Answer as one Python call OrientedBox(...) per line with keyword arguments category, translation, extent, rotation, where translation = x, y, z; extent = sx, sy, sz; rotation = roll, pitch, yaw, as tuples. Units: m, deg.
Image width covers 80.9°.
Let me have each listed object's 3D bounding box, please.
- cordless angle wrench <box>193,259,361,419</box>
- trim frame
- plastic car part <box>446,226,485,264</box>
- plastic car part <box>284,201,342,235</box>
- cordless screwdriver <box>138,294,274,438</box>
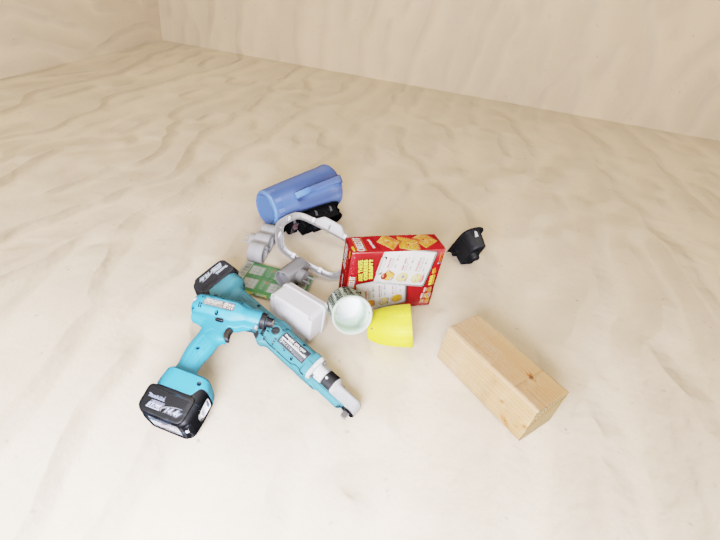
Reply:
OrientedBox(category="cordless angle wrench", translation=(-0.166, 0.131, 0.834), extent=(0.443, 0.072, 0.097), rotation=(35, 62, 26))
OrientedBox(category="trim frame", translation=(-0.107, -0.070, 1.095), extent=(0.252, 0.027, 0.184), rotation=(27, 46, 6))
OrientedBox(category="plastic car part", translation=(0.290, -0.056, 1.122), extent=(0.064, 0.115, 0.073), rotation=(-4, 63, -17))
OrientedBox(category="plastic car part", translation=(-0.126, -0.147, 1.210), extent=(0.070, 0.065, 0.197), rotation=(41, 48, 22))
OrientedBox(category="cordless screwdriver", translation=(-0.260, 0.158, 0.740), extent=(0.162, 0.072, 0.253), rotation=(10, 50, 7))
